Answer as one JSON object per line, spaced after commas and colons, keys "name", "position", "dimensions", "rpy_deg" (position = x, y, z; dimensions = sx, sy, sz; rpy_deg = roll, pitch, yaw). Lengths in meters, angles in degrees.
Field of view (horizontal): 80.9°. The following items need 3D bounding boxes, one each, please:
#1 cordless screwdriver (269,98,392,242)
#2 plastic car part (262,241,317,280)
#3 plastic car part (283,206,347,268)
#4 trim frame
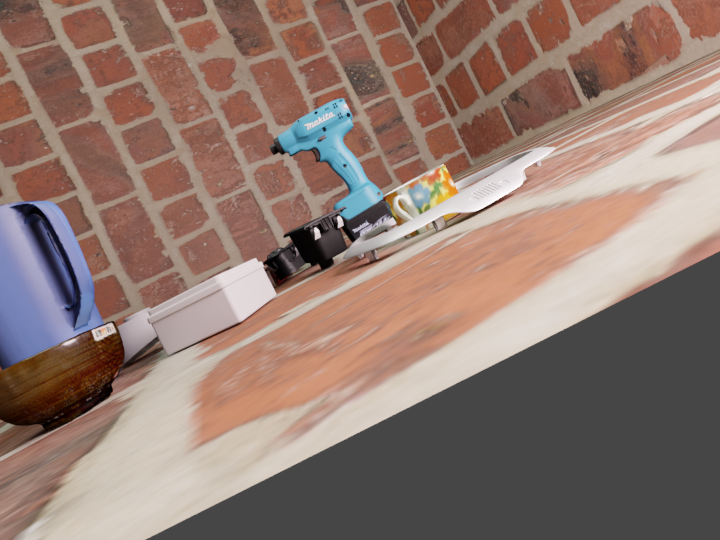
{"name": "cordless screwdriver", "position": [-0.048, -0.165, 0.764], "dimensions": [0.161, 0.248, 0.074], "rpy_deg": [-26, 2, 9]}
{"name": "plastic car part", "position": [-0.103, -0.035, 0.758], "dimensions": [0.068, 0.067, 0.198], "rpy_deg": [-24, 7, 35]}
{"name": "plastic car part", "position": [-0.057, -0.037, 0.586], "dimensions": [0.064, 0.070, 0.120], "rpy_deg": [-28, 5, -25]}
{"name": "trim frame", "position": [0.089, -0.069, 0.455], "dimensions": [0.245, 0.027, 0.188], "rpy_deg": [-28, 7, -14]}
